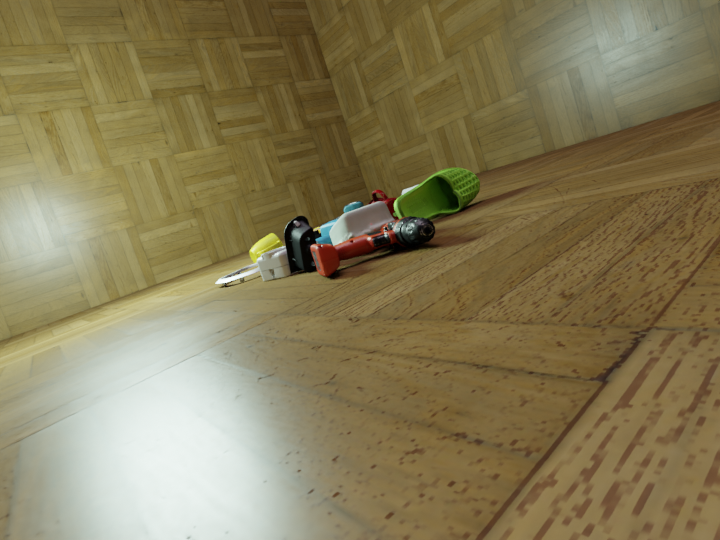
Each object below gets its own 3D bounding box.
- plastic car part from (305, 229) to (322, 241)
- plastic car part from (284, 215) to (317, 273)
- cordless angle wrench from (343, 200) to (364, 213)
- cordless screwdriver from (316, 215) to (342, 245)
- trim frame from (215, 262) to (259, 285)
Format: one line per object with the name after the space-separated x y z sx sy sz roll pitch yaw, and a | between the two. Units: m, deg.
-0.110 -0.086 1.212 0.208 0.067 0.064 -13 1 20 | plastic car part
-0.110 -0.044 0.849 0.064 0.113 0.075 -21 30 -24 | plastic car part
-0.005 -0.151 1.321 0.075 0.096 0.428 -19 13 1 | cordless angle wrench
-0.102 -0.067 1.048 0.165 0.073 0.243 -12 15 37 | cordless screwdriver
-0.299 -0.001 1.191 0.189 0.027 0.244 -16 8 21 | trim frame
